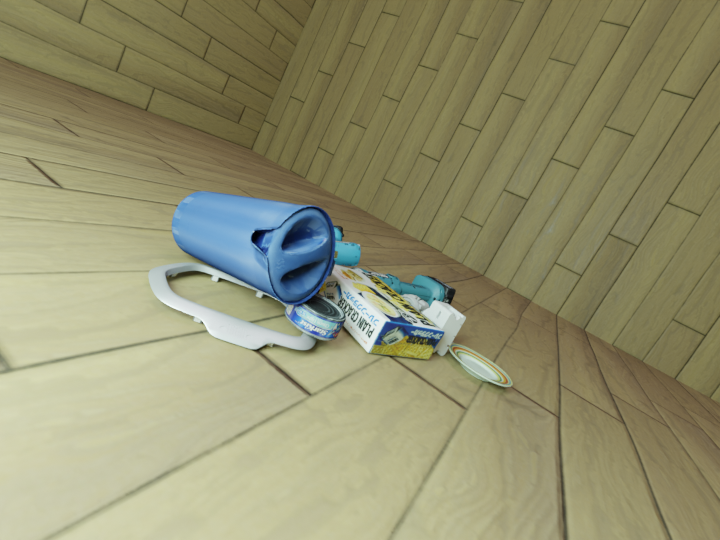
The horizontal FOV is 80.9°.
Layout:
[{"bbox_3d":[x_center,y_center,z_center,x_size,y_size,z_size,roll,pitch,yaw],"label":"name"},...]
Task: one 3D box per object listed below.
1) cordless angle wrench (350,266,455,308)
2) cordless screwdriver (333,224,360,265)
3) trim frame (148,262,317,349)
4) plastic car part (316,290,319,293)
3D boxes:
[{"bbox_3d":[0.064,0.035,1.013,0.401,0.074,0.104,12,15,-39],"label":"cordless angle wrench"},{"bbox_3d":[-0.100,-0.065,1.024,0.157,0.074,0.255,6,12,-11],"label":"cordless screwdriver"},{"bbox_3d":[-0.172,0.048,0.590,0.240,0.027,0.191,24,11,-19],"label":"trim frame"},{"bbox_3d":[-0.109,0.015,0.709,0.118,0.071,0.065,29,-12,4],"label":"plastic car part"}]
